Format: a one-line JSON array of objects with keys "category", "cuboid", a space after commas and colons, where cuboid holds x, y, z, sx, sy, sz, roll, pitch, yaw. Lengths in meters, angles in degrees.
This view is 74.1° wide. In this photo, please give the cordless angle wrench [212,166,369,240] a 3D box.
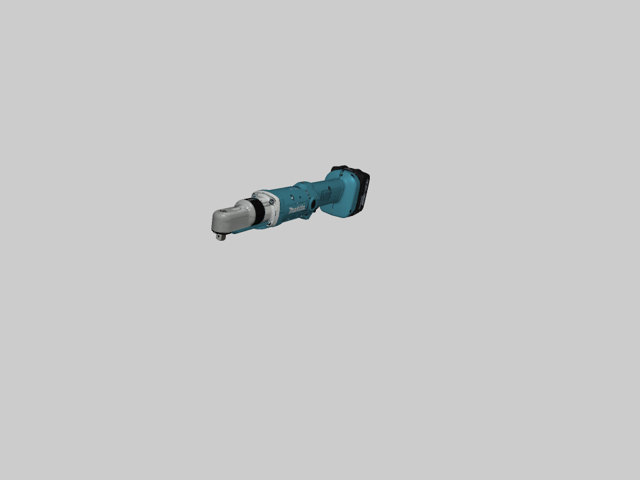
[{"category": "cordless angle wrench", "cuboid": [-0.034, -0.067, 0.728, 0.074, 0.098, 0.422, 20, 21, 24]}]
